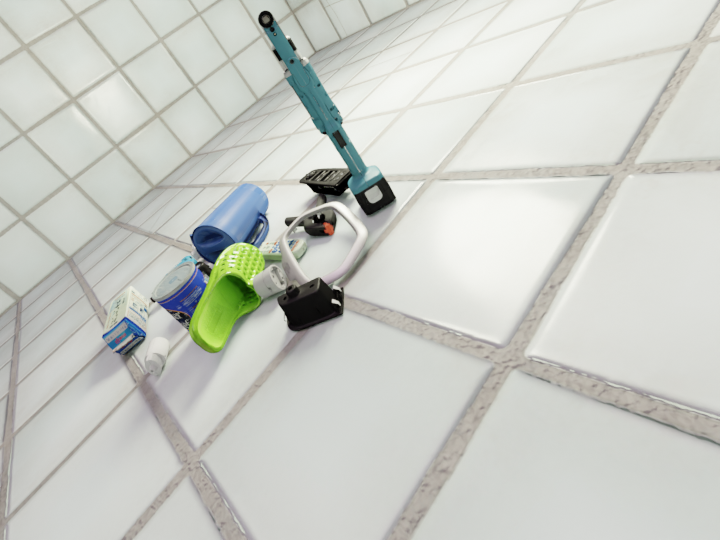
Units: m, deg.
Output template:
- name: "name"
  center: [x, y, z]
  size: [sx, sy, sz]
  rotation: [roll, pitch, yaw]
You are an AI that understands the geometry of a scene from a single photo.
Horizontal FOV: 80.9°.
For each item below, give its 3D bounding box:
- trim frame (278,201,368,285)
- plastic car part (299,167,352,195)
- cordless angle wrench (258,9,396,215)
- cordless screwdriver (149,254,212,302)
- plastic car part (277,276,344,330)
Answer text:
- name: "trim frame"
  center: [-0.083, -0.054, 0.850]
  size: [0.184, 0.026, 0.262]
  rotation: [-39, 42, 0]
- name: "plastic car part"
  center: [-0.081, -0.221, 1.059]
  size: [0.066, 0.063, 0.214]
  rotation: [-52, 37, -12]
- name: "cordless angle wrench"
  center: [-0.065, -0.293, 0.811]
  size: [0.075, 0.404, 0.101]
  rotation: [-31, 29, 8]
- name: "cordless screwdriver"
  center: [-0.459, 0.039, 1.086]
  size: [0.158, 0.071, 0.261]
  rotation: [-49, 30, -19]
- name: "plastic car part"
  center: [-0.093, 0.051, 0.715]
  size: [0.119, 0.068, 0.068]
  rotation: [-22, 31, 18]
